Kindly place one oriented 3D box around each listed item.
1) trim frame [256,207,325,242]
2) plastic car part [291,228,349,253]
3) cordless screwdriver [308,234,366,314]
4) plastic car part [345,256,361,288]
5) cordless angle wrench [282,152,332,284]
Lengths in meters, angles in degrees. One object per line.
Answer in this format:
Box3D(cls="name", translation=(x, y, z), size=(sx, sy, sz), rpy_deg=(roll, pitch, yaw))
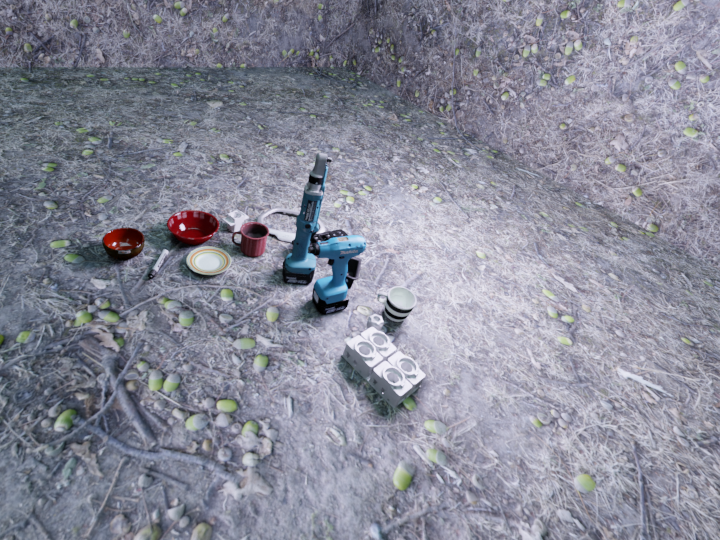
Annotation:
Box3D(cls="trim frame", translation=(-0.249, -0.165, 1.518), size=(0.247, 0.027, 0.189), rpy_deg=(10, 38, -4))
Box3D(cls="plastic car part", translation=(-0.139, -0.091, 1.426), size=(0.196, 0.066, 0.070), rpy_deg=(-10, 44, -27))
Box3D(cls="cordless screwdriver", translation=(-0.086, 0.012, 1.166), size=(0.154, 0.244, 0.078), rpy_deg=(-7, 43, -28))
Box3D(cls="plastic car part", translation=(-0.038, 0.012, 1.323), size=(0.066, 0.070, 0.119), rpy_deg=(13, 38, -3))
Box3D(cls="cordless angle wrench", translation=(-0.149, -0.138, 1.197), size=(0.096, 0.415, 0.077), rpy_deg=(8, 38, -13))
